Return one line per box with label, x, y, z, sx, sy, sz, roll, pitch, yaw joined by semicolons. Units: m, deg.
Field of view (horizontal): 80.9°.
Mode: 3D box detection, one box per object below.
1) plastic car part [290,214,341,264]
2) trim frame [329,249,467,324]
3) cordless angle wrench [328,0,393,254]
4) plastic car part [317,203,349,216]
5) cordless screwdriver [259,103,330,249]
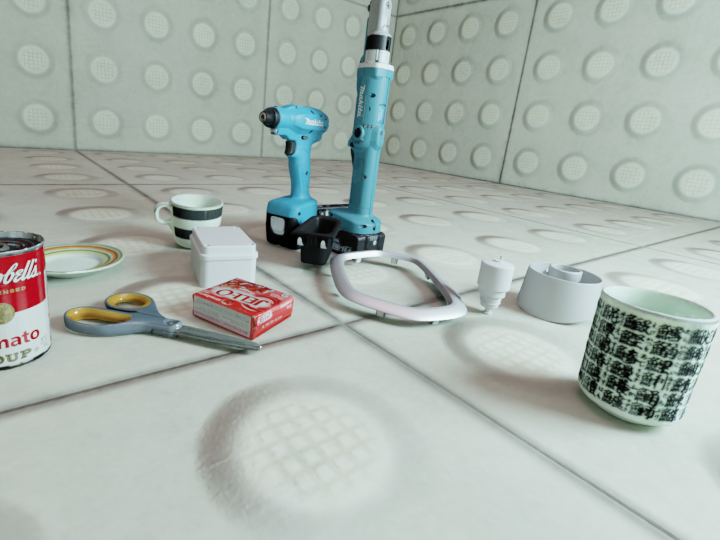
plastic car part;-0.067;-0.044;0.683;0.067;0.070;0.116;8;18;6
trim frame;0.049;0.016;0.607;0.182;0.027;0.256;3;18;-9
cordless angle wrench;0.011;-0.232;0.722;0.071;0.417;0.104;-8;22;-44
plastic car part;-0.097;-0.114;0.893;0.197;0.066;0.069;-1;18;-20
cordless screwdriver;-0.125;-0.163;0.746;0.078;0.245;0.154;16;18;27
